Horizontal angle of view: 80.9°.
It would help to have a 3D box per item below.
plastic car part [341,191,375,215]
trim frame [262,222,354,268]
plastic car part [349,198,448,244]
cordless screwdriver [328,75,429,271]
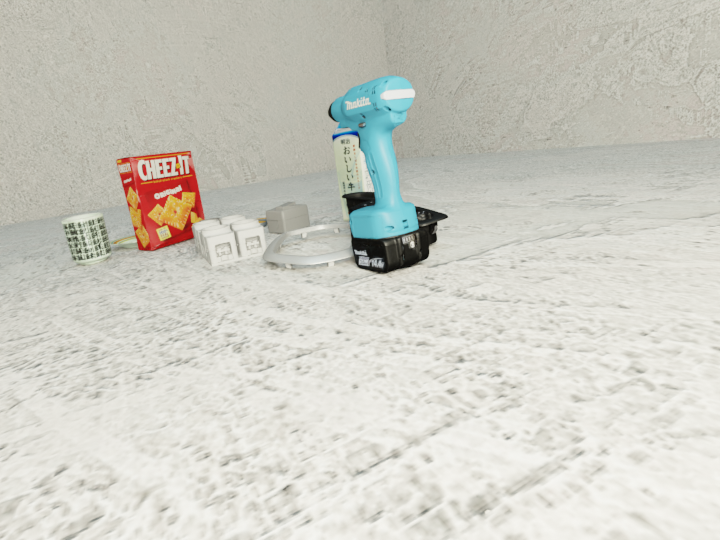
[{"bbox_3d":[0.018,-0.128,0.885,0.064,0.070,0.123,-21,20,-41],"label":"plastic car part"},{"bbox_3d":[-0.072,-0.047,0.737,0.185,0.027,0.252,-7,17,3],"label":"trim frame"},{"bbox_3d":[0.061,-0.081,0.719,0.064,0.066,0.213,-16,18,-28],"label":"plastic car part"},{"bbox_3d":[0.014,-0.129,0.590,0.072,0.244,0.167,-15,16,-30],"label":"cordless screwdriver"}]
